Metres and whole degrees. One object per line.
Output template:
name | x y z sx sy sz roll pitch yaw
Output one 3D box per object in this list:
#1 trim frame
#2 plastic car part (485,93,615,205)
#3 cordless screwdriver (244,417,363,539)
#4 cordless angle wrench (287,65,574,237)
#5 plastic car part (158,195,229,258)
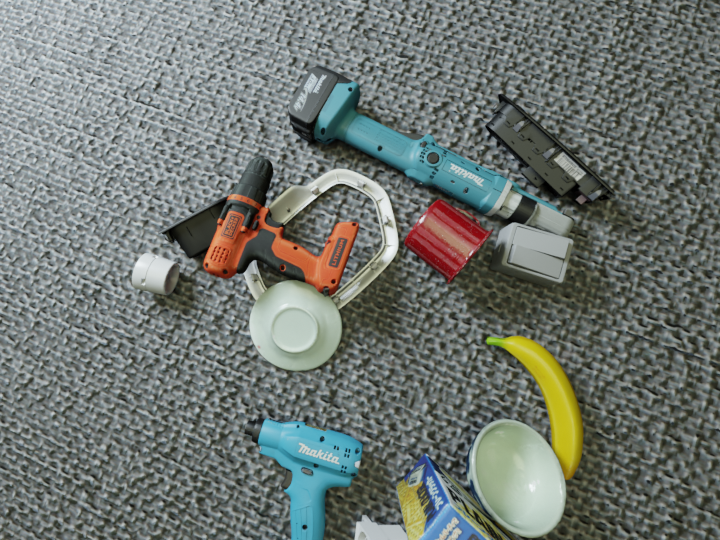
trim frame | -0.061 -0.040 0.620 0.248 0.027 0.188 -41 79 0
plastic car part | 0.252 -0.163 0.596 0.068 0.064 0.206 -42 80 23
cordless screwdriver | -0.100 0.326 0.544 0.161 0.073 0.250 12 79 7
cordless angle wrench | 0.098 -0.154 0.603 0.429 0.073 0.098 29 85 7
plastic car part | -0.225 -0.057 0.627 0.116 0.067 0.070 -26 97 -3
